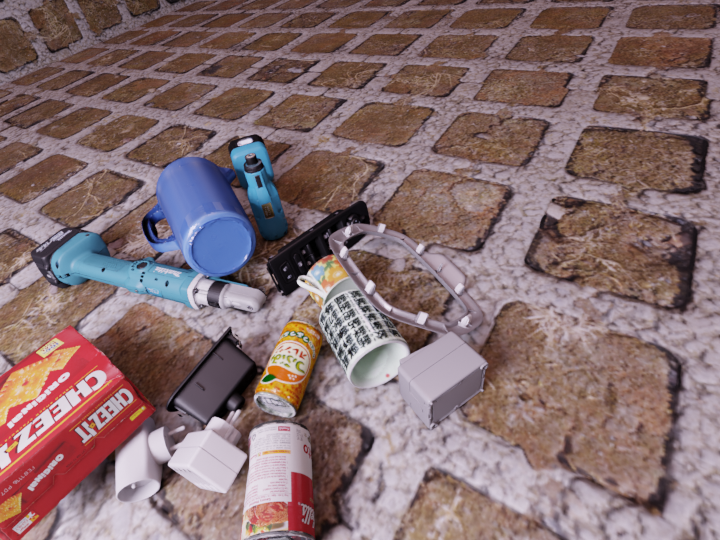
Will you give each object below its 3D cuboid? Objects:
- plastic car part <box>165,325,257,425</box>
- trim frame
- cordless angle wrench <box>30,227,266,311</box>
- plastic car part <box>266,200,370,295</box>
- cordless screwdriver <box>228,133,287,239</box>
[{"bbox_3d":[-0.170,0.141,0.520,0.073,0.064,0.116,25,57,14],"label":"plastic car part"},{"bbox_3d":[0.059,-0.001,0.584,0.176,0.027,0.262,0,34,-31],"label":"trim frame"},{"bbox_3d":[-0.345,0.010,0.686,0.438,0.071,0.098,11,44,20],"label":"cordless angle wrench"},{"bbox_3d":[-0.067,-0.044,0.683,0.200,0.064,0.070,-36,23,-21],"label":"plastic car part"},{"bbox_3d":[-0.197,-0.185,0.785,0.074,0.153,0.261,-19,42,-9],"label":"cordless screwdriver"}]
